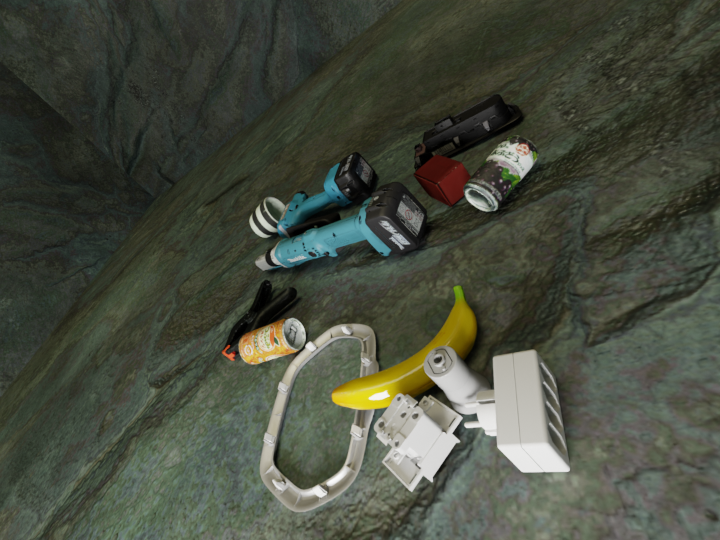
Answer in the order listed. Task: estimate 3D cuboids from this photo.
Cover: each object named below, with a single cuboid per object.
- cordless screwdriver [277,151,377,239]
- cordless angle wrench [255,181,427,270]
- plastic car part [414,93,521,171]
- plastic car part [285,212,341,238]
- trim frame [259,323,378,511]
[{"bbox_3d":[-0.081,-0.176,0.956,0.255,0.071,0.162,-26,34,33],"label":"cordless screwdriver"},{"bbox_3d":[-0.076,-0.050,0.782,0.439,0.093,0.075,-13,44,46],"label":"cordless angle wrench"},{"bbox_3d":[0.179,-0.254,0.759,0.210,0.064,0.067,-16,32,34],"label":"plastic car part"},{"bbox_3d":[-0.082,-0.085,0.864,0.121,0.064,0.070,-14,26,36],"label":"plastic car part"},{"bbox_3d":[-0.051,0.168,0.540,0.189,0.026,0.253,-23,35,30],"label":"trim frame"}]
